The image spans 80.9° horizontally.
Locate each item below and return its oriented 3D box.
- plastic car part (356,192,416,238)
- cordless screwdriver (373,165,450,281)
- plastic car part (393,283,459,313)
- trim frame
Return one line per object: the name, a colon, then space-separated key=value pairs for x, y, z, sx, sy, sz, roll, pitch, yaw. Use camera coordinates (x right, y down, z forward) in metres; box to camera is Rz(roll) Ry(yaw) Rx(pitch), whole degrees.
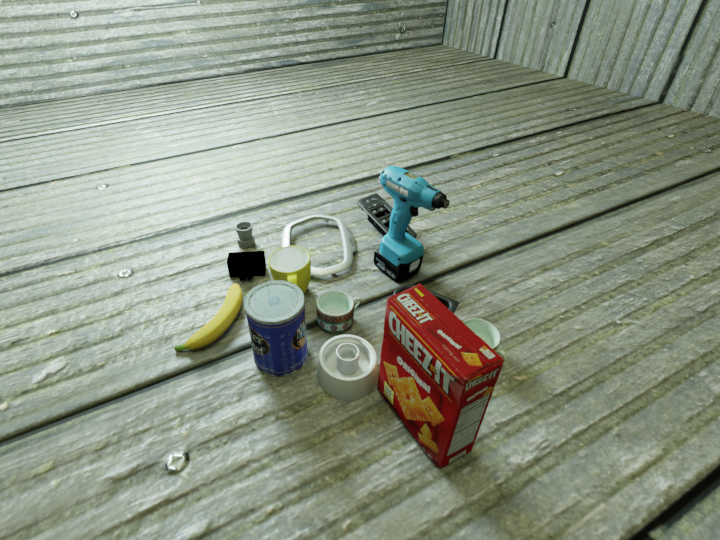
plastic car part: x=0.064 y=-0.120 z=1.081 sx=0.065 sy=0.065 sz=0.214 roll=-18 pitch=41 yaw=-22
cordless screwdriver: x=0.105 y=-0.086 z=0.895 sx=0.072 sy=0.241 sz=0.168 roll=-25 pitch=45 yaw=-31
plastic car part: x=0.121 y=0.079 z=0.825 sx=0.122 sy=0.069 sz=0.065 roll=21 pitch=42 yaw=25
trim frame: x=-0.103 y=-0.067 z=1.052 sx=0.183 sy=0.027 sz=0.258 roll=-5 pitch=39 yaw=-5
